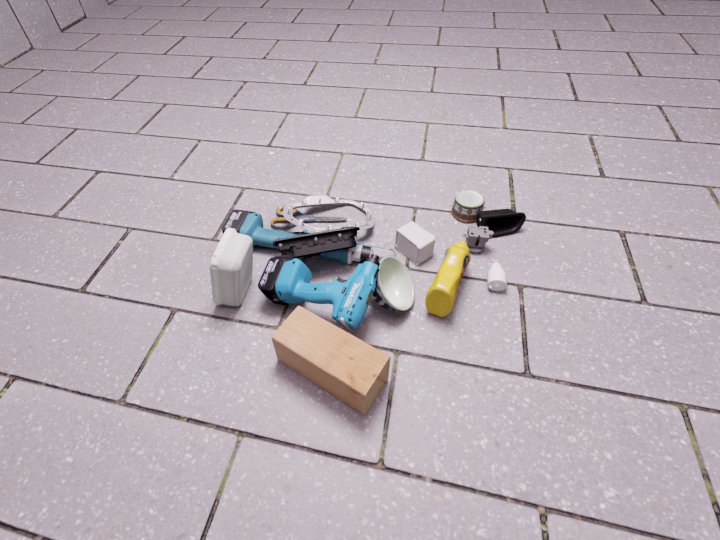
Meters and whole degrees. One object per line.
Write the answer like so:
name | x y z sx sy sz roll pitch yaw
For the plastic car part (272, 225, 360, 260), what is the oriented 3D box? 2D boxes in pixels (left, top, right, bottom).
plastic car part | -0.094 -0.061 0.960 0.202 0.065 0.068 -14 78 -4

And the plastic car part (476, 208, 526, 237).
plastic car part | 0.341 -0.128 1.061 0.115 0.064 0.074 -11 34 -11

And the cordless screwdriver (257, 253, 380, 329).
cordless screwdriver | -0.085 0.019 0.891 0.261 0.070 0.160 12 65 32

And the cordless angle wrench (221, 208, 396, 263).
cordless angle wrench | -0.126 -0.066 1.033 0.432 0.072 0.099 11 50 11

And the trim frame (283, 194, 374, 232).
trim frame | -0.077 -0.148 1.086 0.241 0.027 0.194 -10 36 -23
